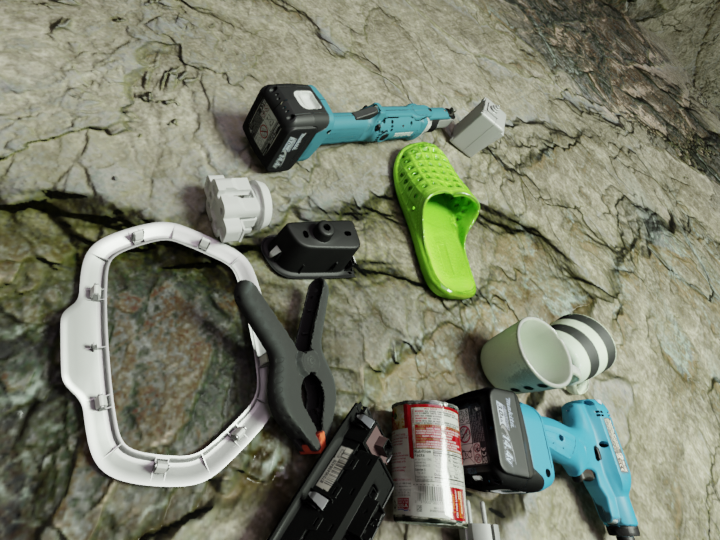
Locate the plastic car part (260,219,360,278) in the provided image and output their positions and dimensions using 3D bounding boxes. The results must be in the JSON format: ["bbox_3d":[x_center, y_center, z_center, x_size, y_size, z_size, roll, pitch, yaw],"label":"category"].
[{"bbox_3d":[-0.048,-0.031,0.489,0.111,0.072,0.068,-1,62,-35],"label":"plastic car part"}]

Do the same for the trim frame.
[{"bbox_3d":[-0.169,0.060,0.390,0.177,0.028,0.256,-3,64,-30],"label":"trim frame"}]

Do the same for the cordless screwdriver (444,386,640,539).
[{"bbox_3d":[0.213,0.220,0.473,0.238,0.075,0.164,15,54,-26],"label":"cordless screwdriver"}]

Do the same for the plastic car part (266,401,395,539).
[{"bbox_3d":[-0.024,0.211,0.343,0.200,0.070,0.064,-45,127,-37],"label":"plastic car part"}]

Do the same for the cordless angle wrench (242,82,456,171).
[{"bbox_3d":[0.022,-0.227,0.652,0.408,0.099,0.076,-21,75,-42],"label":"cordless angle wrench"}]
